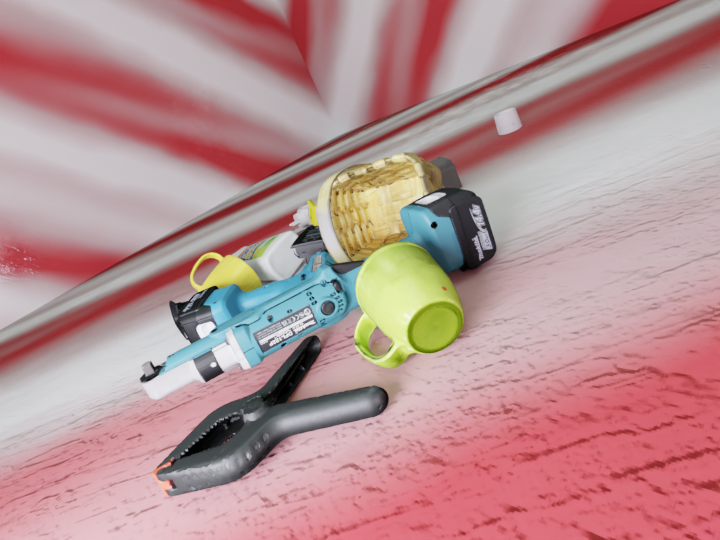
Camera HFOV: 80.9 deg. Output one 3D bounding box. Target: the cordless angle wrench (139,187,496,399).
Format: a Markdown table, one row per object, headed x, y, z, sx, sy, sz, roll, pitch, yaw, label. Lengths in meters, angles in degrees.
| x | y | z | sx | sy | sz | roll | pitch | yaw | label |
| --- | --- | --- | --- | --- | --- | --- | --- | --- | --- |
| -0.044 | 0.032 | 0.486 | 0.418 | 0.095 | 0.077 | -28 | 18 | -11 | cordless angle wrench |

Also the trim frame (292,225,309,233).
| x | y | z | sx | sy | sz | roll | pitch | yaw | label |
| --- | --- | --- | --- | --- | --- | --- | --- | --- | --- |
| -0.113 | -0.087 | 0.974 | 0.246 | 0.027 | 0.192 | -32 | 23 | -9 | trim frame |

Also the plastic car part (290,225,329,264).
| x | y | z | sx | sy | sz | roll | pitch | yaw | label |
| --- | --- | --- | --- | --- | --- | --- | --- | --- | --- |
| -0.077 | -0.050 | 0.784 | 0.067 | 0.065 | 0.206 | -19 | 18 | 5 | plastic car part |

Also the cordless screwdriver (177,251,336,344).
| x | y | z | sx | sy | sz | roll | pitch | yaw | label |
| --- | --- | --- | --- | --- | --- | --- | --- | --- | --- |
| -0.147 | 0.053 | 0.629 | 0.251 | 0.072 | 0.162 | -20 | 21 | 7 | cordless screwdriver |

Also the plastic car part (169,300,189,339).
| x | y | z | sx | sy | sz | roll | pitch | yaw | label |
| --- | --- | --- | --- | --- | --- | --- | --- | --- | --- |
| -0.316 | 0.078 | 0.797 | 0.069 | 0.065 | 0.121 | -18 | 12 | -25 | plastic car part |
